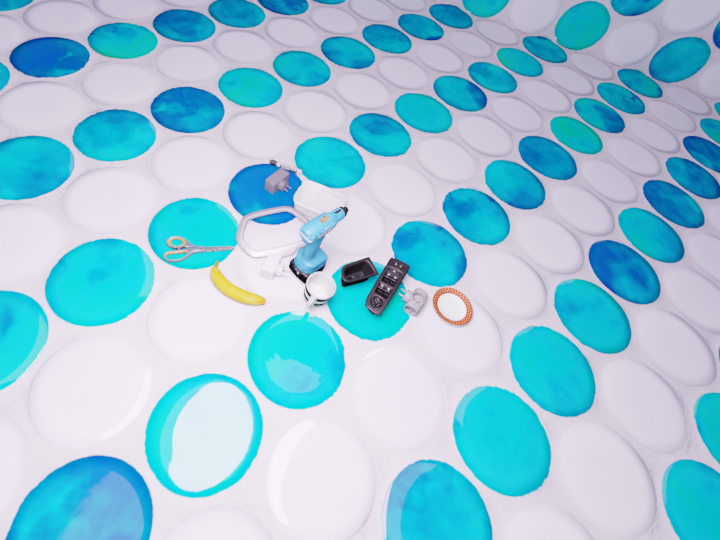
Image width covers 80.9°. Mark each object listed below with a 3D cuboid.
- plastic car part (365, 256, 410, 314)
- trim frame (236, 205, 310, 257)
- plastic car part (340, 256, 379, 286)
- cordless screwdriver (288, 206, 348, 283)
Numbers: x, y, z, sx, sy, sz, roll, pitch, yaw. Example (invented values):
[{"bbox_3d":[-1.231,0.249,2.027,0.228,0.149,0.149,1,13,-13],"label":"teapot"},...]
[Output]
[{"bbox_3d":[0.072,0.054,1.261,0.067,0.066,0.202,30,55,5],"label":"plastic car part"},{"bbox_3d":[-0.268,-0.121,1.329,0.242,0.027,0.192,-16,61,-22],"label":"trim frame"},{"bbox_3d":[-0.016,0.015,1.266,0.113,0.070,0.069,-18,64,-24],"label":"plastic car part"},{"bbox_3d":[-0.117,-0.077,1.198,0.076,0.246,0.156,45,57,13],"label":"cordless screwdriver"}]
